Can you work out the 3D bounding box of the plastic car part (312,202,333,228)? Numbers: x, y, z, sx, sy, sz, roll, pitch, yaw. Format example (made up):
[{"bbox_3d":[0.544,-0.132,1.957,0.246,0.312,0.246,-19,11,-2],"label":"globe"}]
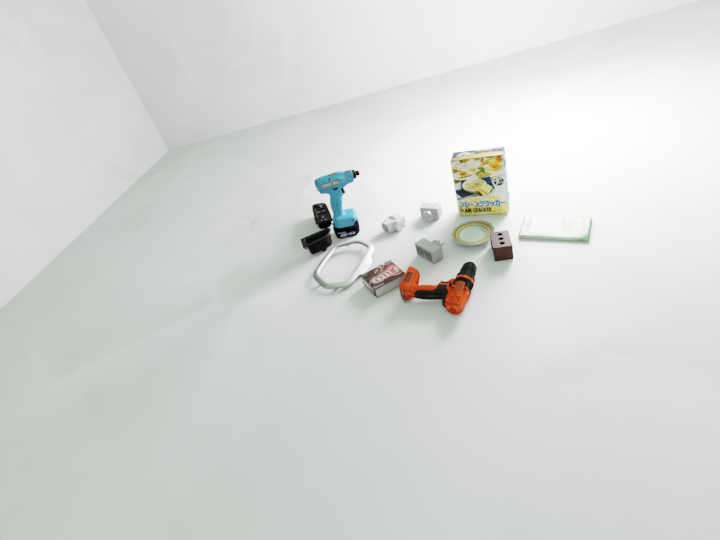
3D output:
[{"bbox_3d":[-0.150,-0.214,1.682,0.066,0.064,0.212,-21,35,-1],"label":"plastic car part"}]

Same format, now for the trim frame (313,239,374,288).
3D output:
[{"bbox_3d":[-0.054,-0.023,1.418,0.193,0.026,0.247,5,44,32],"label":"trim frame"}]

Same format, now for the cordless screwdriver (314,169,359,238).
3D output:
[{"bbox_3d":[-0.054,-0.243,1.521,0.161,0.238,0.077,-15,34,8],"label":"cordless screwdriver"}]

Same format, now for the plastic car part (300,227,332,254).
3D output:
[{"bbox_3d":[-0.149,-0.098,1.528,0.116,0.068,0.069,-22,35,-1],"label":"plastic car part"}]
